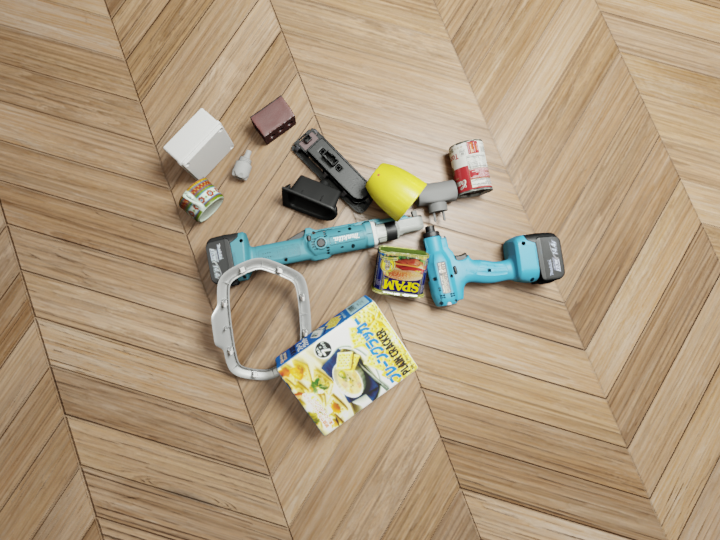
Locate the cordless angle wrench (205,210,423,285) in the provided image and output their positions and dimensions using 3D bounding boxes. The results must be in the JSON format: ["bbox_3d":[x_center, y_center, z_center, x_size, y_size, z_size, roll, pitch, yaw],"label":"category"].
[{"bbox_3d":[-0.081,-0.053,0.828,0.420,0.074,0.098,-11,86,-4],"label":"cordless angle wrench"}]

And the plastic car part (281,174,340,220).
[{"bbox_3d":[-0.091,-0.150,0.840,0.118,0.065,0.071,19,66,5],"label":"plastic car part"}]

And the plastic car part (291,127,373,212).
[{"bbox_3d":[-0.047,-0.206,0.849,0.066,0.067,0.203,-43,89,-12],"label":"plastic car part"}]

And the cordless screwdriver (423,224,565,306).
[{"bbox_3d":[0.250,-0.029,0.827,0.249,0.073,0.160,-11,85,2],"label":"cordless screwdriver"}]

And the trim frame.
[{"bbox_3d":[-0.183,0.096,0.792,0.181,0.028,0.244,-6,107,-12],"label":"trim frame"}]
